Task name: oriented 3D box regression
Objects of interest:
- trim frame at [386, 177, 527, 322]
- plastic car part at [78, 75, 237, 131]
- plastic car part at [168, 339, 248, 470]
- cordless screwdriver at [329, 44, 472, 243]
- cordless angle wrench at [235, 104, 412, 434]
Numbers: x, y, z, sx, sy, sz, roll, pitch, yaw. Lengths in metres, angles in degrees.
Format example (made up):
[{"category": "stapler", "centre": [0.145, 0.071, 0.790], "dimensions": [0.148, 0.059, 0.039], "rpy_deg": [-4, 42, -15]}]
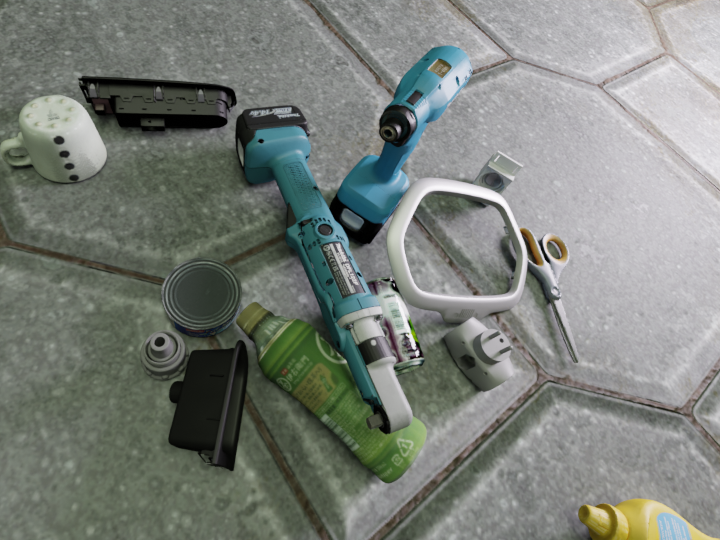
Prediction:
[{"category": "trim frame", "centre": [0.132, -0.025, 0.548], "dimensions": [0.238, 0.028, 0.186], "rpy_deg": [4, 80, -31]}, {"category": "plastic car part", "centre": [-0.270, -0.228, 0.586], "dimensions": [0.198, 0.067, 0.068], "rpy_deg": [-9, 75, -19]}, {"category": "plastic car part", "centre": [-0.153, 0.129, 0.418], "dimensions": [0.071, 0.064, 0.120], "rpy_deg": [-1, 58, -1]}, {"category": "cordless screwdriver", "centre": [0.027, -0.120, 0.486], "dimensions": [0.075, 0.248, 0.158], "rpy_deg": [35, 54, 1]}, {"category": "cordless angle wrench", "centre": [-0.047, -0.031, 0.485], "dimensions": [0.095, 0.073, 0.442], "rpy_deg": [-13, 57, -21]}]
